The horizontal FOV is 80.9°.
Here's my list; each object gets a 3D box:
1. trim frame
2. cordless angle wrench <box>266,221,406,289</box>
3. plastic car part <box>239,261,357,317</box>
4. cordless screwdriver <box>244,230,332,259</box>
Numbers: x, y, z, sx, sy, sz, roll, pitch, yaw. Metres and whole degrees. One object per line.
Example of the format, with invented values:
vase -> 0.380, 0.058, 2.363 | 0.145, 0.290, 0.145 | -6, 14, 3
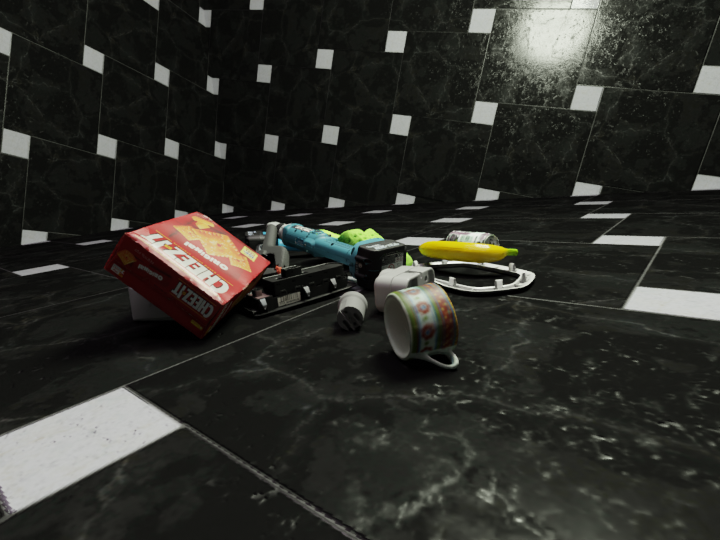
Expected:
trim frame -> 0.184, 0.003, 0.755 | 0.178, 0.027, 0.260 | -12, 16, -25
cordless angle wrench -> -0.088, -0.057, 0.896 | 0.094, 0.073, 0.447 | -13, 21, -38
plastic car part -> -0.098, 0.023, 0.702 | 0.195, 0.067, 0.069 | -10, 5, -35
cordless screwdriver -> -0.170, -0.061, 1.080 | 0.243, 0.073, 0.165 | -4, 13, -16
